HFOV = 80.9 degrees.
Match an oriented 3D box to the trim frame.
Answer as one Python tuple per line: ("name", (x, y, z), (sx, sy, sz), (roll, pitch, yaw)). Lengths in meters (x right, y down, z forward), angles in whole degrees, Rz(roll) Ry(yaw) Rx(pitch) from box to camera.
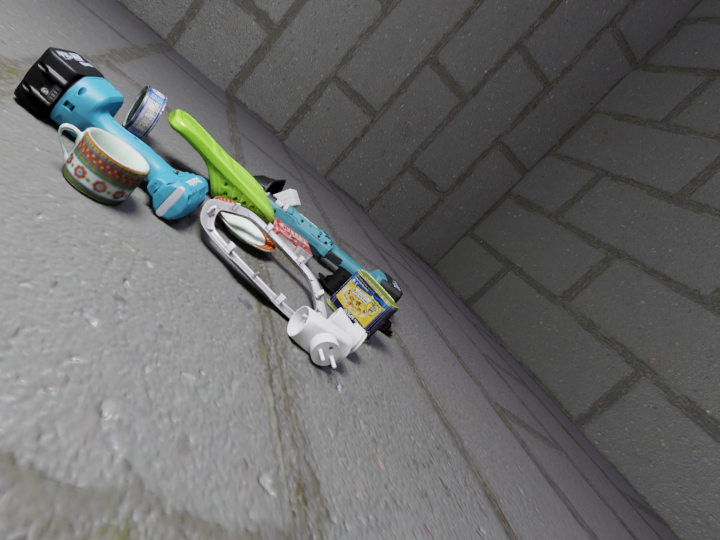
("trim frame", (-0.135, -0.016, 0.627), (0.246, 0.028, 0.184), (48, 19, -6))

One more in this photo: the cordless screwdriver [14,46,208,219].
("cordless screwdriver", (-0.312, -0.177, 0.576), (0.243, 0.075, 0.163), (44, 9, -14))

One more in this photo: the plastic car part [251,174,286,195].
("plastic car part", (-0.237, -0.204, 1.021), (0.072, 0.066, 0.115), (29, 13, 6))

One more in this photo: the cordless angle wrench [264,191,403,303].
("cordless angle wrench", (-0.091, -0.060, 0.934), (0.416, 0.074, 0.099), (39, 11, -8))

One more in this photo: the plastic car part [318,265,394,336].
("plastic car part", (0.003, 0.055, 0.844), (0.194, 0.067, 0.069), (34, 21, -27))
